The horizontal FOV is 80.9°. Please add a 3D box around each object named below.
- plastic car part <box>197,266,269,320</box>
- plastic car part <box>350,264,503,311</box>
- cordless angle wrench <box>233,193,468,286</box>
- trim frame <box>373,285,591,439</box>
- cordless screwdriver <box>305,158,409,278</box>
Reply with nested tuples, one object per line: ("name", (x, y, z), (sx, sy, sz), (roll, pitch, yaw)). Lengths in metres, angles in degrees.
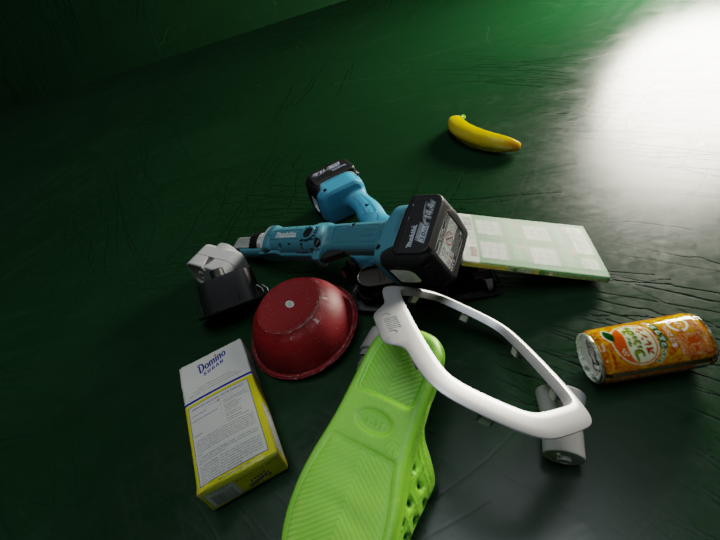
("plastic car part", (-0.205, 0.029, 0.650), (0.117, 0.071, 0.065), (-17, -4, 2))
("plastic car part", (0.082, 0.013, 0.580), (0.206, 0.064, 0.068), (-12, 48, 12))
("cordless angle wrench", (-0.061, -0.040, 0.628), (0.444, 0.070, 0.098), (2, 61, 43))
("trim frame", (0.104, 0.075, 0.416), (0.181, 0.027, 0.255), (17, 19, -12))
("cordless screwdriver", (-0.016, -0.089, 0.717), (0.157, 0.071, 0.263), (-32, 47, -14))
